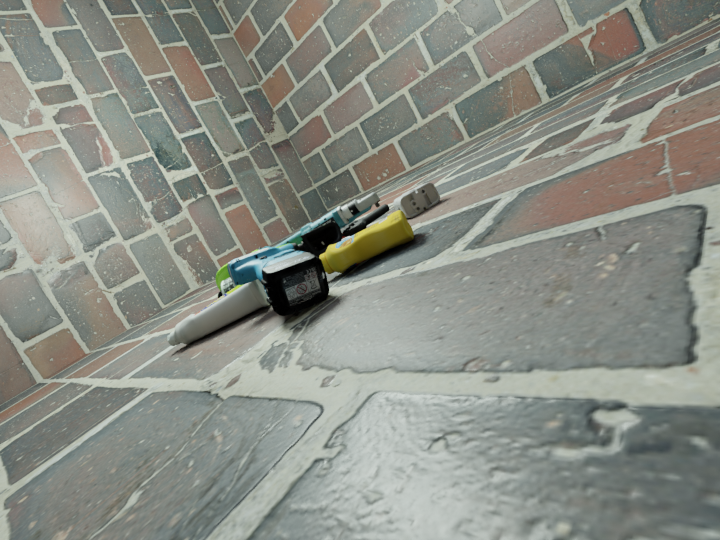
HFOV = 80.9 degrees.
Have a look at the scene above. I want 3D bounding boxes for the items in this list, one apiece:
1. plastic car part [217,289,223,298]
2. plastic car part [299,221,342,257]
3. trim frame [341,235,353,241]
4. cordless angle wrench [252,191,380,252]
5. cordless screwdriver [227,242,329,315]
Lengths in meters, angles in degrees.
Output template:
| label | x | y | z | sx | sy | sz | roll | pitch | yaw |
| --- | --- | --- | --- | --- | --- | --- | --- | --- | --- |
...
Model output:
| label | x | y | z | sx | sy | sz | roll | pitch | yaw |
| --- | --- | --- | --- | --- | --- | --- | --- | --- | --- |
| plastic car part | -0.271 | 0.037 | 1.074 | 0.204 | 0.067 | 0.066 | -28 | -1 | 5 |
| plastic car part | -0.101 | -0.066 | 1.034 | 0.114 | 0.067 | 0.072 | -33 | -5 | -43 |
| trim frame | -0.065 | -0.039 | 1.008 | 0.183 | 0.027 | 0.252 | -31 | 10 | -5 |
| cordless angle wrench | -0.133 | -0.100 | 1.173 | 0.431 | 0.096 | 0.074 | -29 | 10 | 22 |
| cordless screwdriver | -0.132 | -0.004 | 0.756 | 0.155 | 0.073 | 0.261 | -23 | 19 | -25 |
